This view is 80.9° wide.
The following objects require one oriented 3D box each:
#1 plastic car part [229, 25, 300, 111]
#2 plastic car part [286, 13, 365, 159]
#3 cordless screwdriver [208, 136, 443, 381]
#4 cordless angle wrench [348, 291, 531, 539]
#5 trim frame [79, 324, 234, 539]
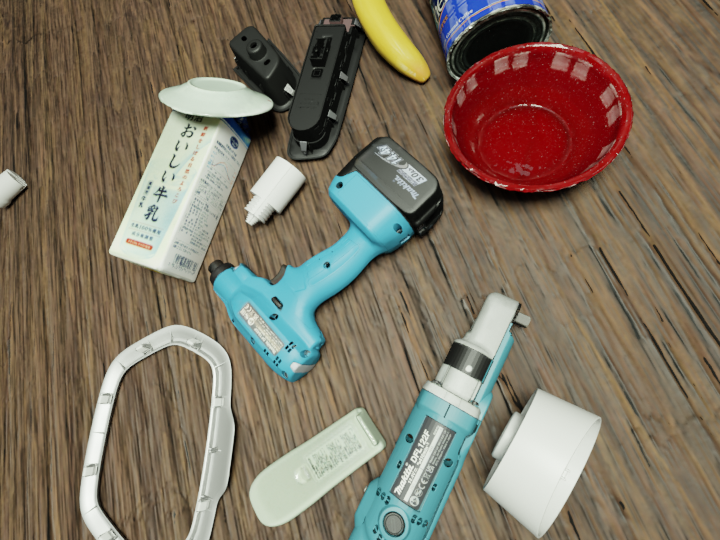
[{"bbox_3d":[-0.125,-0.265,0.538,0.066,0.068,0.122,-40,65,2],"label":"plastic car part"},{"bbox_3d":[-0.044,-0.230,0.511,0.067,0.065,0.204,11,79,8],"label":"plastic car part"},{"bbox_3d":[-0.043,-0.028,0.442,0.166,0.071,0.249,43,92,22],"label":"cordless screwdriver"},{"bbox_3d":[0.031,0.206,0.351,0.102,0.071,0.423,25,80,20],"label":"cordless angle wrench"},{"bbox_3d":[-0.217,0.183,0.451,0.189,0.026,0.252,0,72,15],"label":"trim frame"}]
